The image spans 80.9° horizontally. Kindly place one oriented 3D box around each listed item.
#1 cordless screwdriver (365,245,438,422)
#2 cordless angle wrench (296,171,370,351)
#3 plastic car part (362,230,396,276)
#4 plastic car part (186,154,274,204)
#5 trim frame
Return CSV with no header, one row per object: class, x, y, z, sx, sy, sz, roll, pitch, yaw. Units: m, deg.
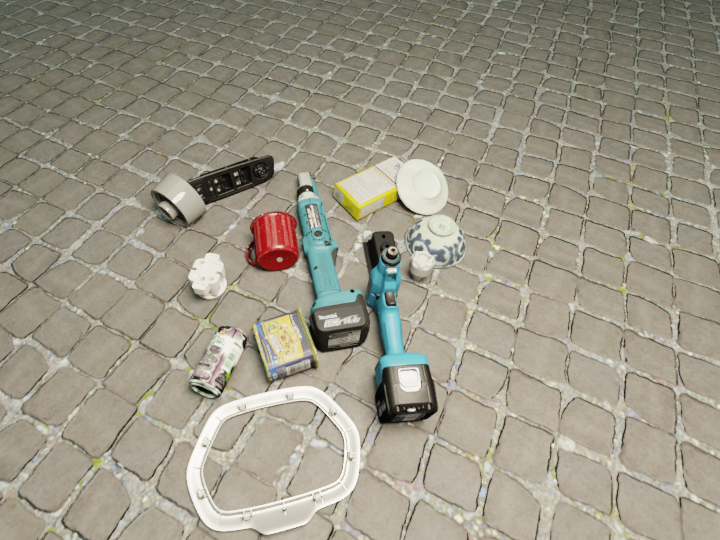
cordless screwdriver,0.055,0.095,0.656,0.074,0.155,0.258,-3,55,-8
cordless angle wrench,-0.081,-0.053,0.823,0.097,0.072,0.441,-9,51,-10
plastic car part,0.046,-0.030,0.805,0.066,0.069,0.121,-3,50,-5
plastic car part,-0.288,-0.207,0.946,0.199,0.064,0.071,-23,32,-17
trim frame,-0.122,0.263,0.604,0.245,0.027,0.192,-10,54,-11
